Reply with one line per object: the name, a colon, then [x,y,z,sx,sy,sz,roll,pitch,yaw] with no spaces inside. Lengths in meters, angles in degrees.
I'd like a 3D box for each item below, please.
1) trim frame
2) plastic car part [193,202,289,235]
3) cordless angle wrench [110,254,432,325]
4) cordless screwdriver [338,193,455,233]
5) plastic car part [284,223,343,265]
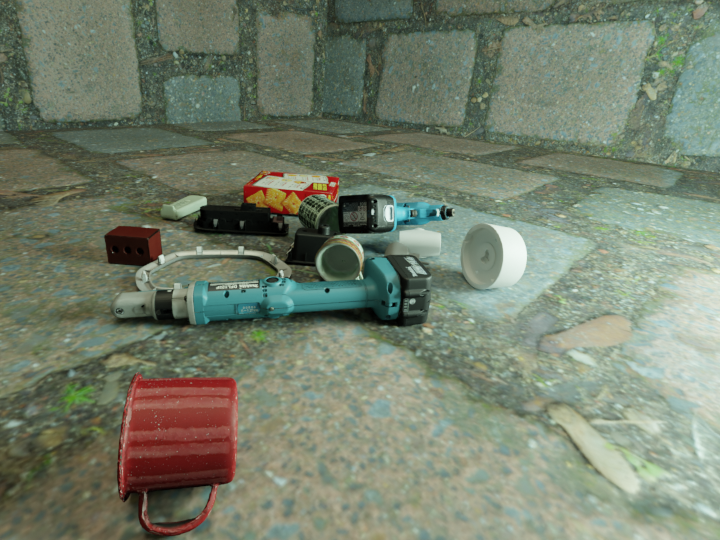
trim frame: [-0.237,0.000,0.693,0.245,0.027,0.190,1,25,-9]
plastic car part: [-0.254,-0.109,0.892,0.202,0.065,0.068,-1,31,-3]
cordless angle wrench: [-0.118,0.036,0.580,0.418,0.072,0.101,-3,25,-8]
cordless screwdriver: [0.075,-0.115,0.854,0.167,0.074,0.238,3,8,34]
plastic car part: [-0.075,-0.049,0.764,0.118,0.069,0.067,3,25,6]
